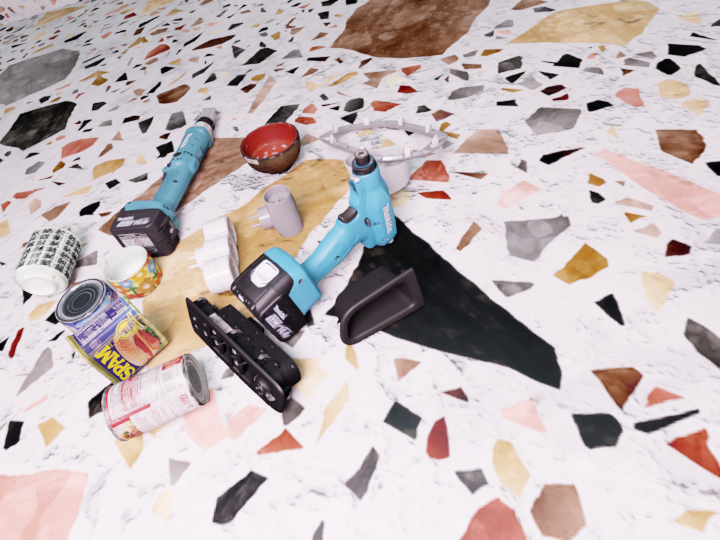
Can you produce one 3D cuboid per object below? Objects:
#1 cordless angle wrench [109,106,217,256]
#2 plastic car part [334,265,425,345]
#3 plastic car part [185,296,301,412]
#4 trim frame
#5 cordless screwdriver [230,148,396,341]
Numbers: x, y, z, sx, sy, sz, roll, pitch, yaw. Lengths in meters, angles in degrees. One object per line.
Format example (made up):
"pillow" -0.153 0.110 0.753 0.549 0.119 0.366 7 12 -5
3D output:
"cordless angle wrench" -0.354 -0.208 0.840 0.100 0.071 0.434 -5 48 11
"plastic car part" 0.012 0.035 0.543 0.116 0.063 0.074 -29 35 -4
"plastic car part" -0.146 0.099 0.536 0.065 0.065 0.215 -21 41 -38
"trim frame" 0.032 -0.231 0.729 0.180 0.026 0.263 -24 38 -21
"cordless screwdriver" -0.054 -0.035 0.552 0.246 0.152 0.078 -42 54 -17
